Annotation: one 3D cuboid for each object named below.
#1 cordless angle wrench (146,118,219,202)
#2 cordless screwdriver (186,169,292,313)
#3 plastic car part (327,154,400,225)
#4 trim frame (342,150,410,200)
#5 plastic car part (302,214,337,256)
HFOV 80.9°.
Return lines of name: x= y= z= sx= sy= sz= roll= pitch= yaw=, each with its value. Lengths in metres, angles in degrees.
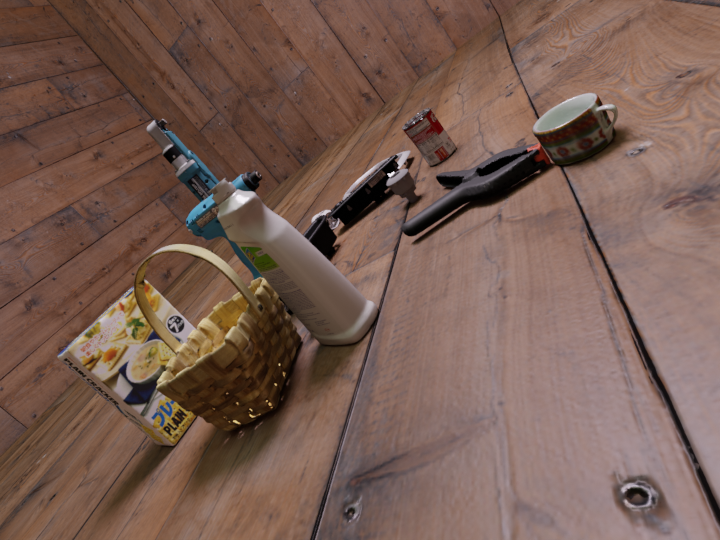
cordless angle wrench: x=-0.279 y=-0.129 z=0.866 sx=0.099 sy=0.412 sz=0.076 roll=-37 pitch=15 yaw=11
cordless screwdriver: x=-0.168 y=-0.044 z=0.738 sx=0.162 sy=0.242 sz=0.075 roll=-34 pitch=16 yaw=21
plastic car part: x=0.013 y=-0.172 z=0.944 sx=0.204 sy=0.065 sz=0.068 roll=-37 pitch=17 yaw=9
trim frame: x=0.037 y=-0.239 z=1.099 sx=0.183 sy=0.027 sz=0.258 roll=-47 pitch=21 yaw=-18
plastic car part: x=-0.085 y=-0.055 z=0.866 sx=0.068 sy=0.069 sz=0.116 roll=-19 pitch=27 yaw=49
